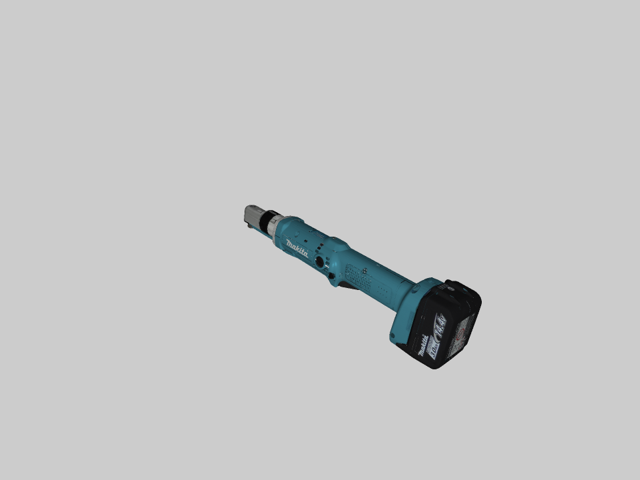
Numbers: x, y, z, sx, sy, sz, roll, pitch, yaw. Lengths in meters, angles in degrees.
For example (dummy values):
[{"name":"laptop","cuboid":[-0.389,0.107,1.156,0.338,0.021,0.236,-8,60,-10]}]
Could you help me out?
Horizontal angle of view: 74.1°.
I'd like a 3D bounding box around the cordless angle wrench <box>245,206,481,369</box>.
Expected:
[{"name":"cordless angle wrench","cuboid":[0.018,0.029,0.624,0.074,0.098,0.423,-16,34,-43]}]
